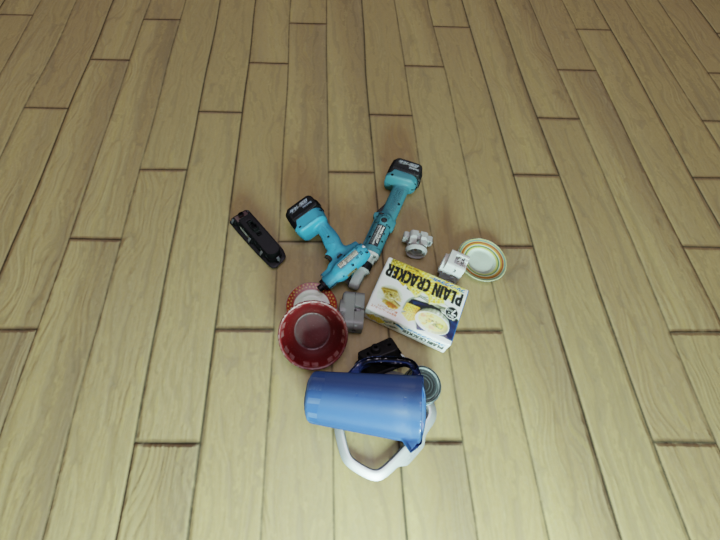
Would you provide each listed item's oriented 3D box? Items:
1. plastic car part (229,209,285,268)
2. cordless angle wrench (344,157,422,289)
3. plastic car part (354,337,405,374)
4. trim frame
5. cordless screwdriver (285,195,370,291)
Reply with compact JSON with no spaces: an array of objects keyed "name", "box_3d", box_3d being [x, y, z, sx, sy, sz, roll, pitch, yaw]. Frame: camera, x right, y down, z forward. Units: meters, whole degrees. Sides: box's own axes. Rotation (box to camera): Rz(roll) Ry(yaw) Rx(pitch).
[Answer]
[{"name":"plastic car part","box_3d":[-0.275,-0.095,1.145,0.065,0.066,0.210,-33,69,-27]},{"name":"cordless angle wrench","box_3d":[0.062,-0.128,1.167,0.100,0.072,0.425,20,65,11]},{"name":"plastic car part","box_3d":[0.043,0.195,0.976,0.114,0.068,0.069,-18,41,-15]},{"name":"trim frame","box_3d":[0.055,0.334,0.933,0.191,0.027,0.245,41,66,20]},{"name":"cordless screwdriver","box_3d":[-0.109,-0.071,1.113,0.159,0.071,0.260,-41,64,-3]}]
